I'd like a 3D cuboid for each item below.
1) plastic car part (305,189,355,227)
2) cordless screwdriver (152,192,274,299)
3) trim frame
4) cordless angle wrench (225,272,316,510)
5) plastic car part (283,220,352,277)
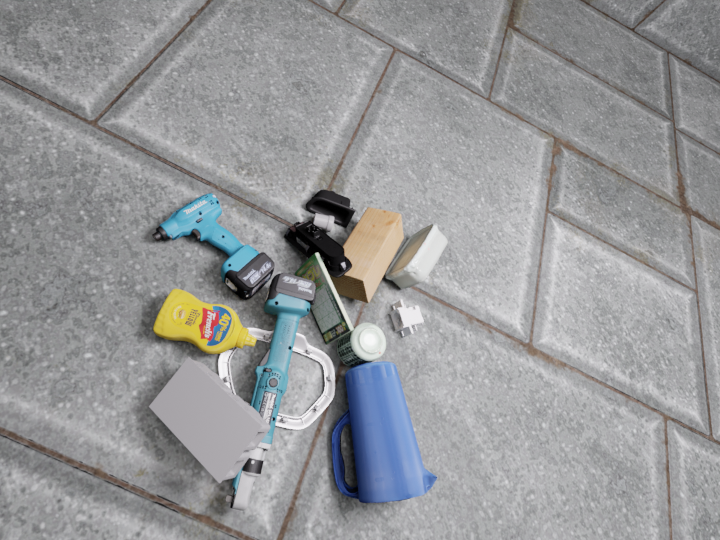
[{"bbox_3d":[-0.071,-0.168,1.059,0.116,0.065,0.072,24,46,-4],"label":"plastic car part"},{"bbox_3d":[-0.312,-0.043,0.907,0.254,0.074,0.157,45,60,10],"label":"cordless screwdriver"},{"bbox_3d":[-0.167,0.212,0.860,0.245,0.027,0.187,20,60,-7],"label":"trim frame"},{"bbox_3d":[-0.173,0.215,0.808,0.096,0.074,0.430,15,64,-11],"label":"cordless angle wrench"},{"bbox_3d":[-0.092,-0.060,0.941,0.064,0.065,0.214,-22,47,-31],"label":"plastic car part"}]
